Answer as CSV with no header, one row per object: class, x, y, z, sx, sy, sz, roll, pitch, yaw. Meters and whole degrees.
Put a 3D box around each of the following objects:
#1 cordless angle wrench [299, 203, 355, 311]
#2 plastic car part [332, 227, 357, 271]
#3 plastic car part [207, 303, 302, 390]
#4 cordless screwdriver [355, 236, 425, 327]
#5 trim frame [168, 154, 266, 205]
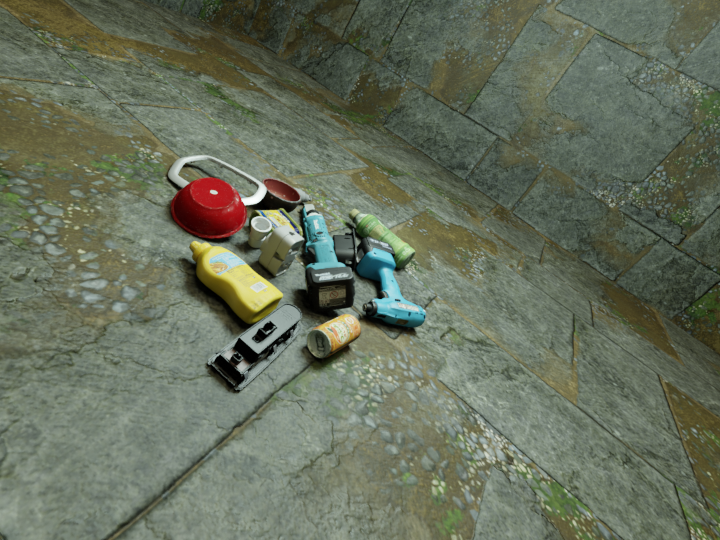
cordless angle wrench,-0.098,-0.064,1.006,0.097,0.072,0.441,-7,33,-9
plastic car part,-0.049,-0.052,1.063,0.070,0.065,0.120,8,36,-7
plastic car part,-0.155,0.105,0.688,0.068,0.066,0.199,30,24,11
cordless screwdriver,0.042,0.024,1.006,0.152,0.074,0.261,13,36,-31
trim frame,-0.346,-0.218,1.026,0.257,0.027,0.182,27,40,16
